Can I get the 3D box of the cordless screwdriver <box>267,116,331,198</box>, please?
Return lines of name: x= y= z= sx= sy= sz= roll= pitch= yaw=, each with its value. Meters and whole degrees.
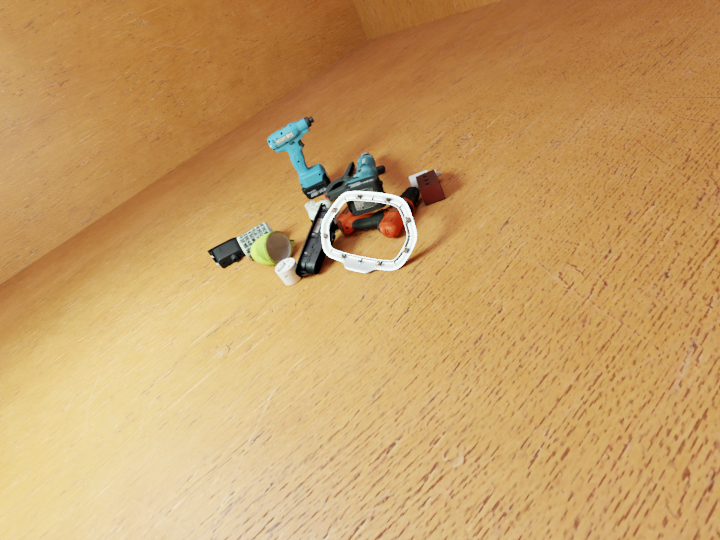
cordless screwdriver: x=-0.170 y=-0.364 z=1.367 sx=0.161 sy=0.238 sz=0.077 roll=-27 pitch=30 yaw=12

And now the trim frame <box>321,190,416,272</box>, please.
trim frame: x=0.010 y=-0.088 z=0.960 sx=0.261 sy=0.026 sz=0.184 roll=13 pitch=92 yaw=32

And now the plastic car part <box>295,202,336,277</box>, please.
plastic car part: x=-0.104 y=-0.068 z=1.061 sx=0.069 sy=0.064 sz=0.204 roll=17 pitch=67 yaw=17

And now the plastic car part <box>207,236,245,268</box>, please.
plastic car part: x=-0.397 y=-0.049 z=1.293 sx=0.116 sy=0.063 sz=0.075 roll=-28 pitch=47 yaw=-4

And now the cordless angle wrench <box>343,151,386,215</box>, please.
cordless angle wrench: x=0.016 y=-0.274 z=1.196 sx=0.099 sy=0.072 sz=0.431 roll=-16 pitch=27 yaw=10
